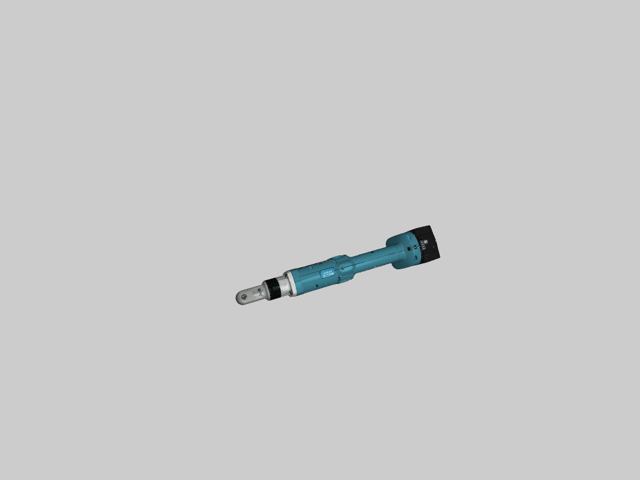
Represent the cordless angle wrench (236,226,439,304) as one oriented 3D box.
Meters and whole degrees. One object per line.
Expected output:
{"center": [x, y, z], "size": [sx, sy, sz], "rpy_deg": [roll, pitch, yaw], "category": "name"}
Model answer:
{"center": [0.038, 0.059, 0.853], "size": [0.422, 0.074, 0.098], "rpy_deg": [-15, -5, -18], "category": "cordless angle wrench"}
